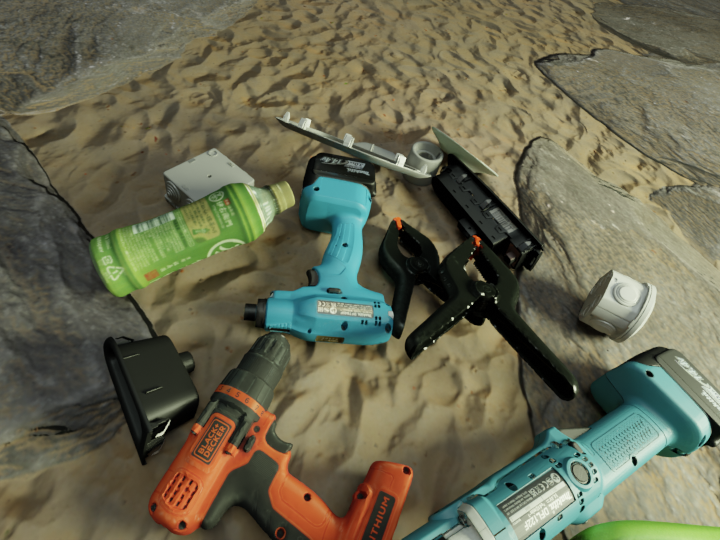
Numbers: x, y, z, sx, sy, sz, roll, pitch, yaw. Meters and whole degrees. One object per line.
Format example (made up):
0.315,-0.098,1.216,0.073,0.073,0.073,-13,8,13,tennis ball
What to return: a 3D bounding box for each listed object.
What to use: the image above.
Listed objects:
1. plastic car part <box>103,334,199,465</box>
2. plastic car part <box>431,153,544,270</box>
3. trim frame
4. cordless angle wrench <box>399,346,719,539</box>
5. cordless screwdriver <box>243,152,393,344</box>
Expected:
-0.189,0.102,0.396,0.068,0.065,0.122,-10,51,-39,plastic car part
0.166,-0.082,0.606,0.067,0.063,0.212,-27,60,0,plastic car part
-0.012,-0.183,0.608,0.260,0.027,0.177,27,17,26,trim frame
0.170,0.177,0.362,0.409,0.073,0.102,-15,57,-28,cordless angle wrench
-0.050,-0.033,0.516,0.157,0.073,0.256,4,55,-9,cordless screwdriver
